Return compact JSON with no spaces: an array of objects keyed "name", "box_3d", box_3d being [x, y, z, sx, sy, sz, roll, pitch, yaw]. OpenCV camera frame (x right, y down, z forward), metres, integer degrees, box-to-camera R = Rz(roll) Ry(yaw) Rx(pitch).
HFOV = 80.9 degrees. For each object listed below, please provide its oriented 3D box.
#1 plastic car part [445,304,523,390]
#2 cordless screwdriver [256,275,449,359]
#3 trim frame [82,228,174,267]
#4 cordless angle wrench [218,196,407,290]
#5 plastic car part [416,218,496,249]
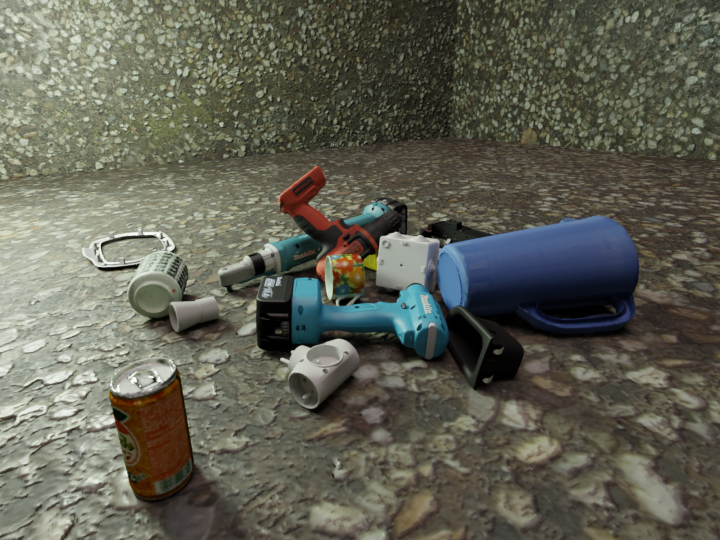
[{"name":"plastic car part","box_3d":[0.152,0.087,0.509,0.070,0.065,0.119,12,17,-7]},{"name":"cordless screwdriver","box_3d":[-0.015,0.051,0.589,0.250,0.073,0.161,3,22,3]},{"name":"trim frame","box_3d":[-0.526,-0.055,0.959,0.178,0.027,0.263,-17,28,-28]},{"name":"cordless angle wrench","box_3d":[-0.081,-0.053,0.830,0.410,0.095,0.079,-22,32,-33]},{"name":"plastic car part","box_3d":[0.205,-0.066,0.868,0.064,0.066,0.215,-6,23,-32]}]
